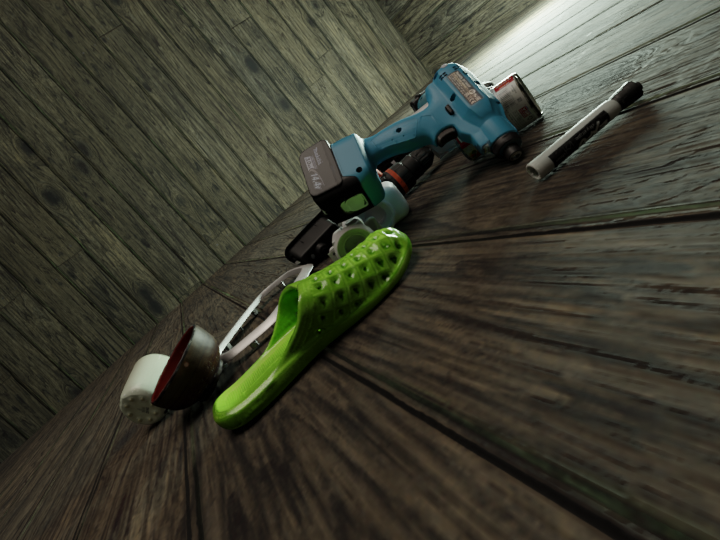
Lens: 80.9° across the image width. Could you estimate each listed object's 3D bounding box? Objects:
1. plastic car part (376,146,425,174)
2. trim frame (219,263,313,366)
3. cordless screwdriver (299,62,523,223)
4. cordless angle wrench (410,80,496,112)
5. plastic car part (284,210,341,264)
[{"bbox_3d":[0.061,-0.236,0.943,0.203,0.065,0.069,-44,20,0],"label":"plastic car part"},{"bbox_3d":[-0.159,0.068,0.694,0.188,0.027,0.250,-30,21,30],"label":"trim frame"},{"bbox_3d":[0.056,-0.142,0.527,0.251,0.166,0.070,-29,-32,9],"label":"cordless screwdriver"},{"bbox_3d":[0.192,-0.312,0.795,0.075,0.095,0.433,-36,19,6],"label":"cordless angle wrench"},{"bbox_3d":[-0.075,-0.049,0.768,0.116,0.063,0.074,-47,28,-13],"label":"plastic car part"}]
